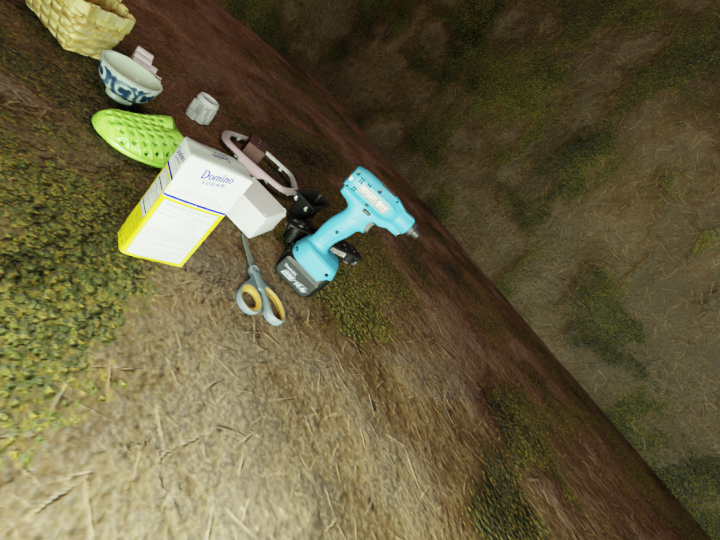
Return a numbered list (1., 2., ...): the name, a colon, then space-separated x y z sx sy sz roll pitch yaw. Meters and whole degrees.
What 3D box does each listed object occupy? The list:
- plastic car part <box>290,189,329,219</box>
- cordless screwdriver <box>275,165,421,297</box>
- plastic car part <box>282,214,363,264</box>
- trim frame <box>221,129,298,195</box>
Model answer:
1. plastic car part: -0.128 -0.153 1.030 0.067 0.071 0.113 49 21 9
2. cordless screwdriver: -0.026 -0.048 0.763 0.157 0.251 0.075 43 22 -8
3. plastic car part: -0.091 -0.059 0.926 0.192 0.067 0.069 30 26 -33
4. trim frame: -0.257 -0.278 1.095 0.246 0.028 0.185 42 21 -6
